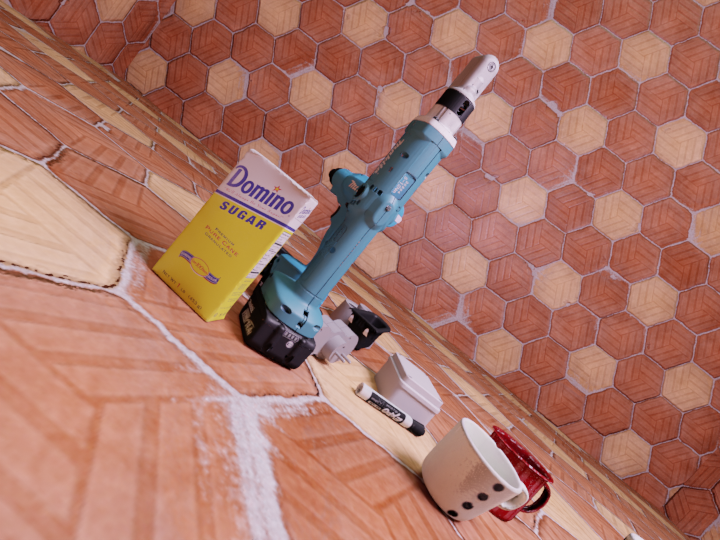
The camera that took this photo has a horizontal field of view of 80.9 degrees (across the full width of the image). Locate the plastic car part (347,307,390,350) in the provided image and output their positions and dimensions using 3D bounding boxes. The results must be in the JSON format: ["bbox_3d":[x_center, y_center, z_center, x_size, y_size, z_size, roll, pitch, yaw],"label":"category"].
[{"bbox_3d":[0.006,0.115,0.779,0.069,0.071,0.111,41,5,23],"label":"plastic car part"}]

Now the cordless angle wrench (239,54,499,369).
[{"bbox_3d":[0.016,-0.076,0.495,0.071,0.423,0.102,37,5,-28],"label":"cordless angle wrench"}]

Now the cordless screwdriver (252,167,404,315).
[{"bbox_3d":[-0.063,-0.041,0.641,0.070,0.249,0.168,34,7,-46],"label":"cordless screwdriver"}]

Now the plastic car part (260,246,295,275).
[{"bbox_3d":[-0.149,-0.007,0.787,0.200,0.067,0.067,38,5,-7],"label":"plastic car part"}]
